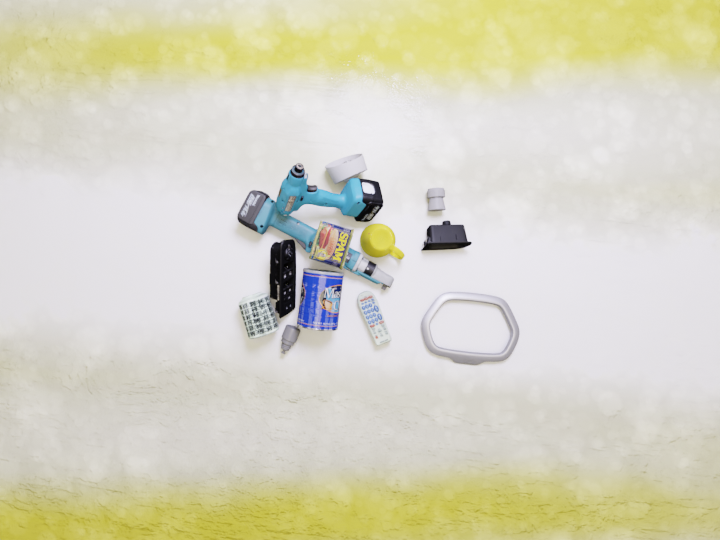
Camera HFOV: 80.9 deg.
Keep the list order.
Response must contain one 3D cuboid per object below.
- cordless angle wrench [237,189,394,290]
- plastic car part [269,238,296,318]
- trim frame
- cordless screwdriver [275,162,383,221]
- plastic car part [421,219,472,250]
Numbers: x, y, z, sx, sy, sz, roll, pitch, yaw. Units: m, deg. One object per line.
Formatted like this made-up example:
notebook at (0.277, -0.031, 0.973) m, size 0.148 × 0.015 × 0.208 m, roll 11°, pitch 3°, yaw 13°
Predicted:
cordless angle wrench at (-0.105, -0.068, 1.070) m, size 0.422 × 0.074 × 0.098 m, roll 28°, pitch 89°, yaw -1°
plastic car part at (-0.194, 0.011, 1.048) m, size 0.071 × 0.064 × 0.199 m, roll 24°, pitch 118°, yaw 32°
trim frame at (0.279, 0.148, 1.075) m, size 0.248 × 0.027 × 0.184 m, roll 5°, pitch 88°, yaw 0°
cordless screwdriver at (-0.066, -0.186, 0.997) m, size 0.242 × 0.159 × 0.077 m, roll 2°, pitch 62°, yaw -19°
plastic car part at (0.214, -0.091, 1.070) m, size 0.116 × 0.065 × 0.072 m, roll -5°, pitch 76°, yaw -3°
